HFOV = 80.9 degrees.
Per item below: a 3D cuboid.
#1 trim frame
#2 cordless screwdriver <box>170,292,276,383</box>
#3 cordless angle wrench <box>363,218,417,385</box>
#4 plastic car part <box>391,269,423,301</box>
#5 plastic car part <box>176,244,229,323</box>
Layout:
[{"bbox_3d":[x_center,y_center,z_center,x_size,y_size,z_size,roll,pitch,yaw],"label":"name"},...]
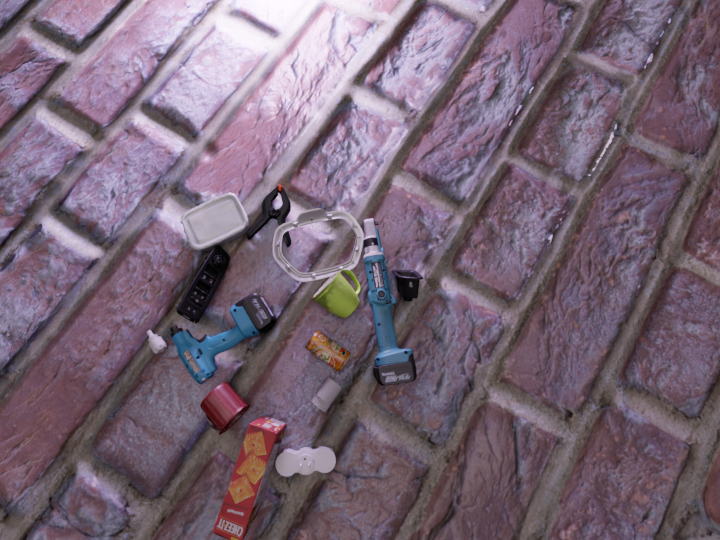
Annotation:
[{"bbox_3d":[-0.109,-0.071,1.115,0.246,0.027,0.187,-14,79,-8],"label":"trim frame"},{"bbox_3d":[-0.345,0.145,1.055,0.248,0.073,0.163,-38,78,-5],"label":"cordless screwdriver"},{"bbox_3d":[0.053,0.066,1.071,0.098,0.073,0.432,-8,73,-3],"label":"cordless angle wrench"},{"bbox_3d":[0.119,0.040,1.060,0.066,0.118,0.070,-1,101,-3],"label":"plastic car part"},{"bbox_3d":[-0.399,0.031,1.075,0.063,0.070,0.204,36,62,-27],"label":"plastic car part"}]
